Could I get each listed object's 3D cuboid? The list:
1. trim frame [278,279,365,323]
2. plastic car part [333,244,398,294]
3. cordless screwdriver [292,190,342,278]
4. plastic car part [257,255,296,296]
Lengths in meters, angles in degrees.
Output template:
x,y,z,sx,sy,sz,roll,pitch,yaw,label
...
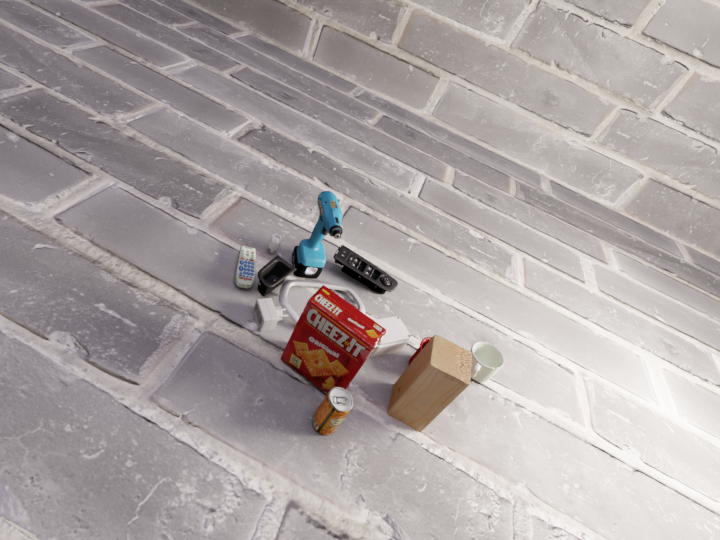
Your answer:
x,y,z,sx,sy,sz,roll,pitch,yaw,label
-0.099,0.089,1.124,0.240,0.027,0.192,5,43,-22,trim frame
0.010,0.010,1.237,0.205,0.066,0.066,29,39,6,plastic car part
-0.110,-0.072,1.126,0.072,0.247,0.166,8,42,-24,cordless screwdriver
-0.231,0.024,1.097,0.067,0.070,0.115,34,39,9,plastic car part
